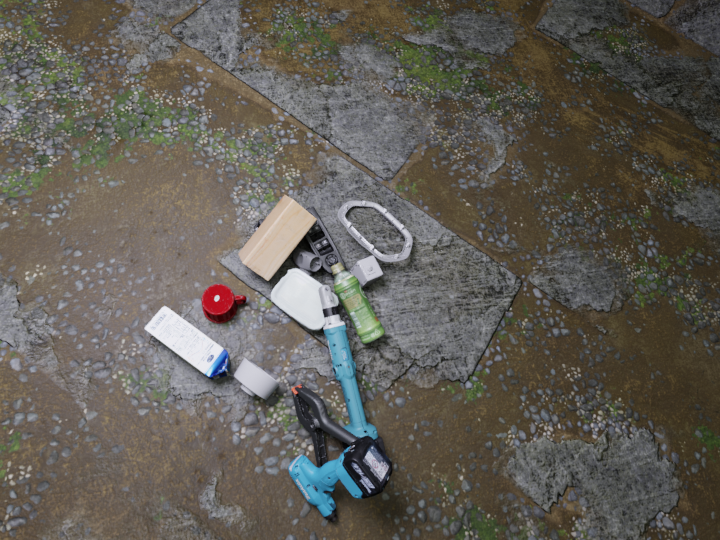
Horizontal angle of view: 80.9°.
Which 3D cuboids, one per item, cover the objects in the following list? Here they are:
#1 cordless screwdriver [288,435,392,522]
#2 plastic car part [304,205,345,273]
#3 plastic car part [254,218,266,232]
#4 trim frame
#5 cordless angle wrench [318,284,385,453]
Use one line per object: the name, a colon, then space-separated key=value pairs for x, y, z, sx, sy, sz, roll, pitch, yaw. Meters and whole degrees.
cordless screwdriver: x=-0.037 y=0.463 z=0.920 sx=0.160 sy=0.253 sz=0.072 roll=56 pitch=36 yaw=2
plastic car part: x=-0.117 y=-0.076 z=1.196 sx=0.065 sy=0.067 sz=0.208 roll=-27 pitch=77 yaw=-21
plastic car part: x=-0.241 y=-0.124 z=1.197 sx=0.114 sy=0.071 sz=0.067 roll=-1 pitch=69 yaw=-13
trim frame: x=0.044 y=-0.122 z=1.226 sx=0.179 sy=0.027 sz=0.258 roll=-28 pitch=65 yaw=-34
cordless angle wrench: x=-0.040 y=0.241 z=1.038 sx=0.072 sy=0.099 sz=0.429 roll=-10 pitch=78 yaw=-25
